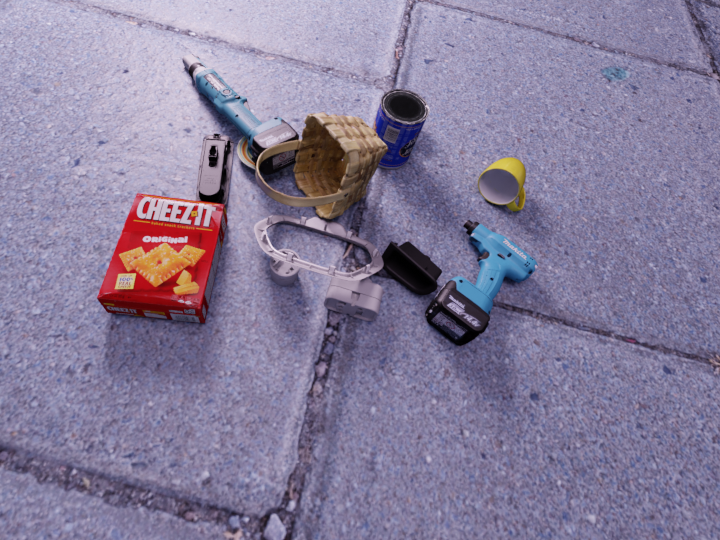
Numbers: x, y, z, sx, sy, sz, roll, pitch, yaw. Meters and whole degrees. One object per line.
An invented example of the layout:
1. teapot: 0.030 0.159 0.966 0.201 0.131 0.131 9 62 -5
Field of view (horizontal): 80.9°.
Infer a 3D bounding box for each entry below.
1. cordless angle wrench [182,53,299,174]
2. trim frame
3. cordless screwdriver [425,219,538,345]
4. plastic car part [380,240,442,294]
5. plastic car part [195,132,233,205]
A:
1. cordless angle wrench: -0.290 -0.372 0.936 0.096 0.072 0.442 -31 62 -24
2. trim frame: -0.076 -0.050 0.781 0.251 0.027 0.186 15 30 3
3. cordless screwdriver: 0.212 0.010 0.800 0.164 0.073 0.245 41 59 14
4. plastic car part: 0.103 -0.011 0.804 0.120 0.065 0.070 39 46 13
5. plastic car part: -0.296 -0.206 0.858 0.065 0.067 0.208 5 62 -16
